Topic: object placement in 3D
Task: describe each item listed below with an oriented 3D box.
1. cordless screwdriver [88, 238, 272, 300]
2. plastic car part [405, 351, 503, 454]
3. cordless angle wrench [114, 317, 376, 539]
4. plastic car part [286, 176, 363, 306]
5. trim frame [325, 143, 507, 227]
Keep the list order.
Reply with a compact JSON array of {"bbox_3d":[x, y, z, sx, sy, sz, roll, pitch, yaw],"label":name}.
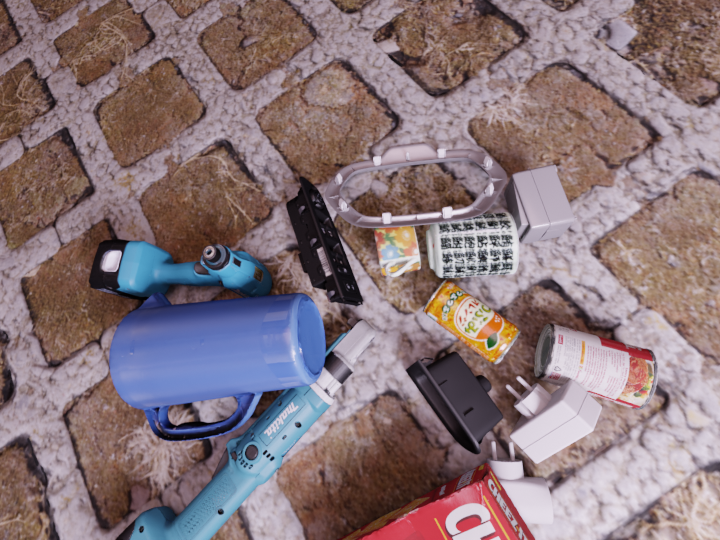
[{"bbox_3d":[-0.261,-0.003,0.587,0.255,0.153,0.075,2,73,14],"label":"cordless screwdriver"},{"bbox_3d":[0.119,0.146,0.507,0.070,0.064,0.120,-33,71,-17],"label":"plastic car part"},{"bbox_3d":[-0.128,0.225,0.526,0.102,0.071,0.421,40,81,24],"label":"cordless angle wrench"},{"bbox_3d":[-0.060,-0.039,0.610,0.068,0.063,0.209,-28,67,28],"label":"plastic car part"},{"bbox_3d":[0.072,-0.124,0.592,0.253,0.026,0.189,-6,42,11],"label":"trim frame"}]
